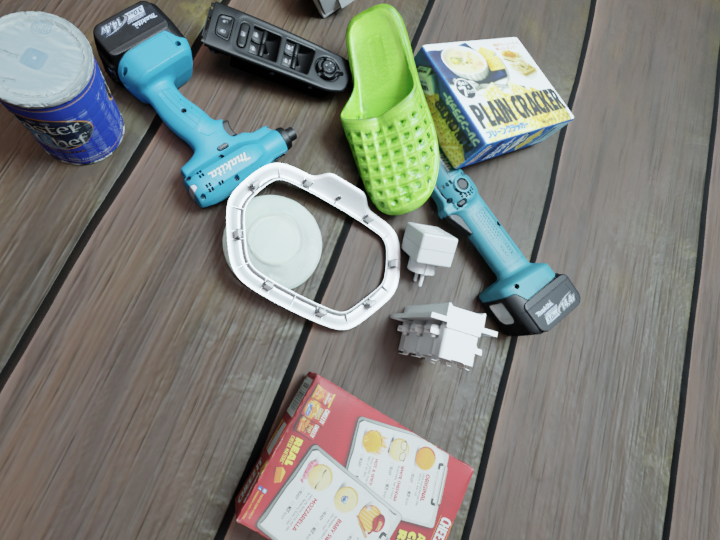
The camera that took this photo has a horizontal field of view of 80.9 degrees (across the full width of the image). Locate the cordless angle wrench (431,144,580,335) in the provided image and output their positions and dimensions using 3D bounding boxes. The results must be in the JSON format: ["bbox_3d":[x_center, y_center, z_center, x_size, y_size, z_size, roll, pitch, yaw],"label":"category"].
[{"bbox_3d":[0.129,-0.108,0.591,0.096,0.074,0.428,-32,83,-19],"label":"cordless angle wrench"}]

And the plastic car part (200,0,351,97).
[{"bbox_3d":[-0.111,-0.285,0.577,0.198,0.068,0.067,13,69,-15],"label":"plastic car part"}]

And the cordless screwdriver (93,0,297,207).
[{"bbox_3d":[-0.206,-0.218,0.541,0.157,0.075,0.248,-37,91,-18],"label":"cordless screwdriver"}]

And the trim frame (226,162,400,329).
[{"bbox_3d":[-0.052,-0.034,0.536,0.242,0.028,0.185,28,69,-13],"label":"trim frame"}]
